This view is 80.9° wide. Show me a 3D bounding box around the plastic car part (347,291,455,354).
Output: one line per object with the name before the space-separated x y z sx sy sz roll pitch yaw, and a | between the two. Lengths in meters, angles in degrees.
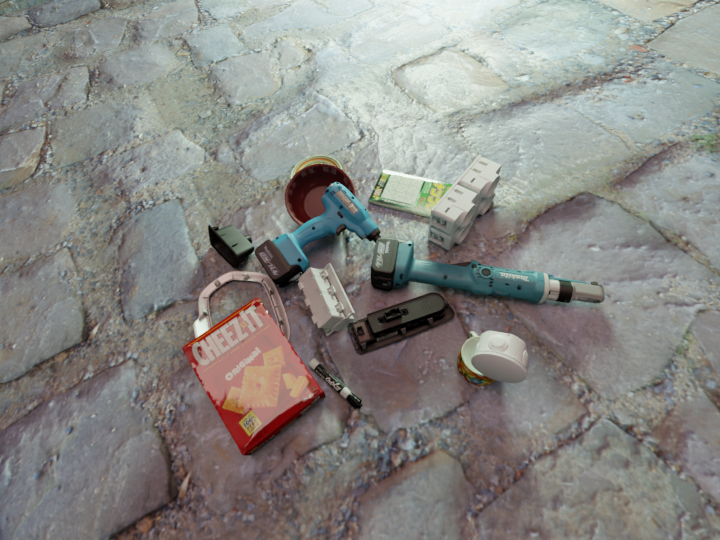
plastic car part | 0.077 0.087 0.798 0.201 0.064 0.069 -17 49 -6

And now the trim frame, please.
trim frame | -0.245 0.100 0.859 0.183 0.026 0.260 -22 57 -5

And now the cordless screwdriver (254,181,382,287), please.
cordless screwdriver | -0.087 -0.057 0.888 0.247 0.073 0.163 -40 77 -7

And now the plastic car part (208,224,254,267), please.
plastic car part | -0.285 -0.061 0.959 0.122 0.064 0.069 37 54 24

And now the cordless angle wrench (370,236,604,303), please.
cordless angle wrench | 0.235 0.015 0.816 0.432 0.071 0.099 9 58 12
